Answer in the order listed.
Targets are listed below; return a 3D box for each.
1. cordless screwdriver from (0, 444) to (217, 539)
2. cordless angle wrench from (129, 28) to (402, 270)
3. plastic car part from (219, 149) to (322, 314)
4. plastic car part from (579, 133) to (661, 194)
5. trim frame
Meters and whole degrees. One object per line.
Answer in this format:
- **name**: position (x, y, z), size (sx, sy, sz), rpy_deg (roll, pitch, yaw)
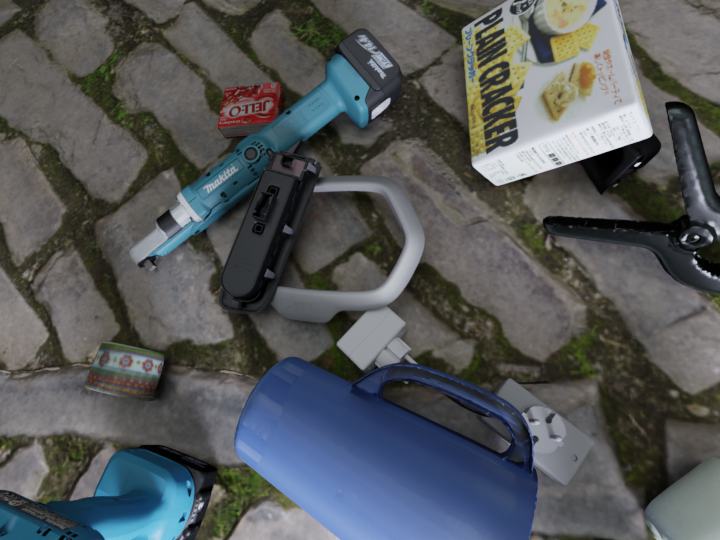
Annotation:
- **cordless screwdriver**: position (-0.231, 0.196, 0.353), size (0.163, 0.242, 0.075), rpy_deg (15, 73, 9)
- **cordless angle wrench**: position (-0.137, -0.146, 0.562), size (0.423, 0.073, 0.099), rpy_deg (-38, 84, 0)
- **plastic car part**: position (-0.107, -0.047, 0.480), size (0.067, 0.066, 0.203), rpy_deg (18, 83, 2)
- **plastic car part**: position (0.290, -0.156, 0.482), size (0.070, 0.064, 0.120), rpy_deg (-9, 63, -9)
- **trim frame**: position (-0.049, -0.032, 0.498), size (0.258, 0.026, 0.187), rpy_deg (2, 66, 24)
